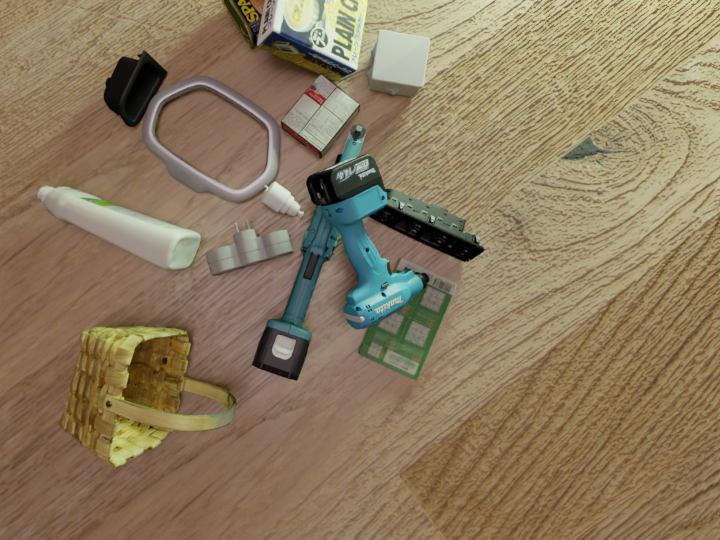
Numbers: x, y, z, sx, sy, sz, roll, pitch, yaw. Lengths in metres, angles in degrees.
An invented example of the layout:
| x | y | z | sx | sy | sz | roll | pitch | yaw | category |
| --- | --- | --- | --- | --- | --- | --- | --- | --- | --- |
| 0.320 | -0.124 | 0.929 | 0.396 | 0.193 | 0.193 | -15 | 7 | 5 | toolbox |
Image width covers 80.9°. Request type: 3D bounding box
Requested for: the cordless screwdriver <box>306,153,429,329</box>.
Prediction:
| x | y | z | sx | sy | sz | roll | pitch | yaw | category |
| --- | --- | --- | --- | --- | --- | --- | --- | --- | --- |
| 0.020 | -0.051 | 0.647 | 0.155 | 0.078 | 0.244 | -23 | 103 | -29 | cordless screwdriver |

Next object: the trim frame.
| x | y | z | sx | sy | sz | roll | pitch | yaw | category |
| --- | --- | --- | --- | --- | --- | --- | --- | --- | --- |
| -0.252 | -0.224 | 0.721 | 0.248 | 0.027 | 0.184 | 32 | 84 | -1 | trim frame |

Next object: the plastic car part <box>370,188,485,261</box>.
| x | y | z | sx | sy | sz | roll | pitch | yaw | category |
| --- | --- | --- | --- | --- | --- | --- | --- | --- | --- |
| 0.106 | -0.083 | 0.705 | 0.203 | 0.066 | 0.067 | 20 | 76 | -1 | plastic car part |

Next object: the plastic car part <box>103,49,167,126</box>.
| x | y | z | sx | sy | sz | roll | pitch | yaw | category |
| --- | --- | --- | --- | --- | --- | --- | --- | --- | --- |
| -0.391 | -0.310 | 0.709 | 0.073 | 0.064 | 0.116 | 29 | 88 | 12 | plastic car part |

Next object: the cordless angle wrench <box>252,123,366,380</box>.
| x | y | z | sx | sy | sz | roll | pitch | yaw | category |
| --- | --- | --- | --- | --- | --- | --- | --- | --- | --- |
| -0.067 | -0.044 | 0.688 | 0.074 | 0.098 | 0.425 | 19 | 81 | -5 | cordless angle wrench |
